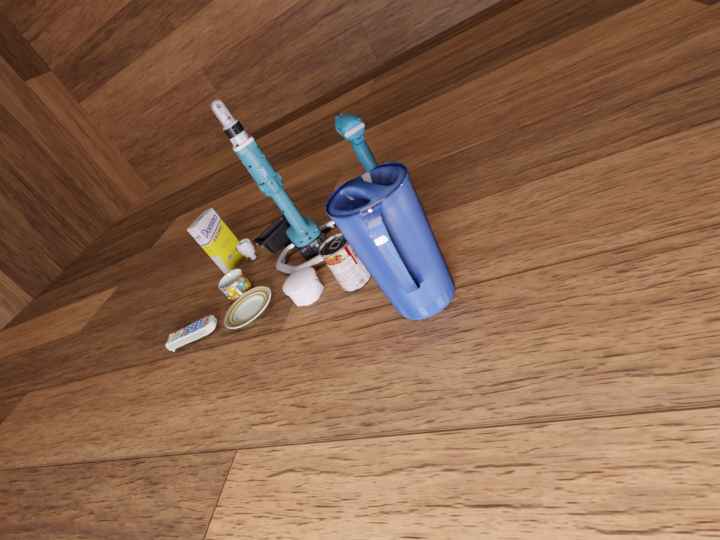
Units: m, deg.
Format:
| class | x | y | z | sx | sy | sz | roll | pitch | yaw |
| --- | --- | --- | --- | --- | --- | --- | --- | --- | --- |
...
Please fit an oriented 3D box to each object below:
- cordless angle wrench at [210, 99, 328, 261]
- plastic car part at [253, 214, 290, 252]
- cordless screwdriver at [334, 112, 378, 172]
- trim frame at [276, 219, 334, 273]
| class | x | y | z | sx | sy | sz | roll | pitch | yaw |
| --- | --- | --- | --- | --- | --- | --- | --- | --- | --- |
| cordless angle wrench | -0.210 | -0.204 | 0.978 | 0.074 | 0.405 | 0.103 | -37 | 28 | -8 |
| plastic car part | -0.226 | -0.092 | 1.165 | 0.115 | 0.068 | 0.069 | -43 | 31 | -17 |
| cordless screwdriver | 0.013 | -0.267 | 1.022 | 0.074 | 0.238 | 0.166 | -32 | 29 | 2 |
| trim frame | -0.103 | -0.068 | 1.058 | 0.249 | 0.026 | 0.192 | -31 | 31 | 4 |
